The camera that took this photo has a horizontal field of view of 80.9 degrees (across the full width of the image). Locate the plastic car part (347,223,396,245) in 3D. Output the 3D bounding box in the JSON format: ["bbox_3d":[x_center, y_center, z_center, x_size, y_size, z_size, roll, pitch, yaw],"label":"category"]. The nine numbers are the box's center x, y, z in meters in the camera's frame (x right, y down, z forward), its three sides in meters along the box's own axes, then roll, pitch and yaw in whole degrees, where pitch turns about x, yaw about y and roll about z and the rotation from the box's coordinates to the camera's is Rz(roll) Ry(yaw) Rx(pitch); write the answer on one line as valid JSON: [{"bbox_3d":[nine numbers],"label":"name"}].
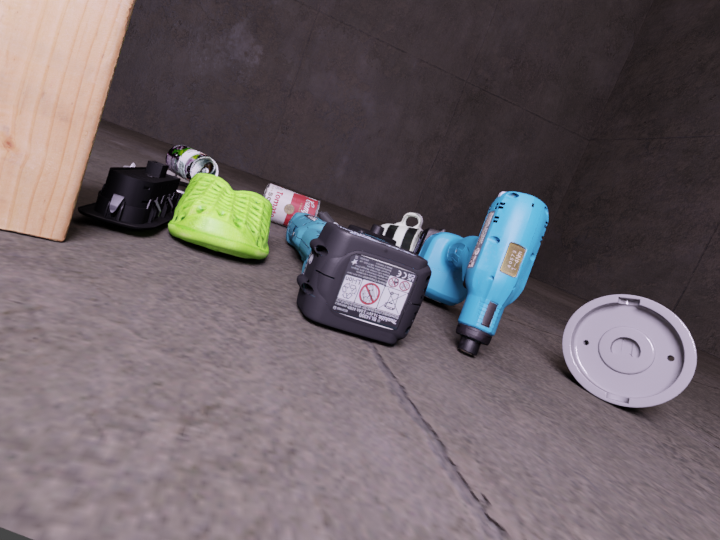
[{"bbox_3d":[0.013,-0.043,0.699,0.110,0.070,0.070,10,15,-39],"label":"plastic car part"}]

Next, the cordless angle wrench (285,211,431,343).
[{"bbox_3d":[-0.051,-0.033,0.520,0.095,0.074,0.437,18,7,-19],"label":"cordless angle wrench"}]

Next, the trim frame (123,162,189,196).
[{"bbox_3d":[-0.306,-0.152,0.774,0.195,0.027,0.236,26,13,36],"label":"trim frame"}]

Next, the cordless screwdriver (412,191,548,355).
[{"bbox_3d":[0.115,0.010,0.501,0.074,0.159,0.249,24,-7,-6],"label":"cordless screwdriver"}]

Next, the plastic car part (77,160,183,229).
[{"bbox_3d":[-0.224,-0.081,0.444,0.064,0.067,0.209,26,10,-18],"label":"plastic car part"}]
